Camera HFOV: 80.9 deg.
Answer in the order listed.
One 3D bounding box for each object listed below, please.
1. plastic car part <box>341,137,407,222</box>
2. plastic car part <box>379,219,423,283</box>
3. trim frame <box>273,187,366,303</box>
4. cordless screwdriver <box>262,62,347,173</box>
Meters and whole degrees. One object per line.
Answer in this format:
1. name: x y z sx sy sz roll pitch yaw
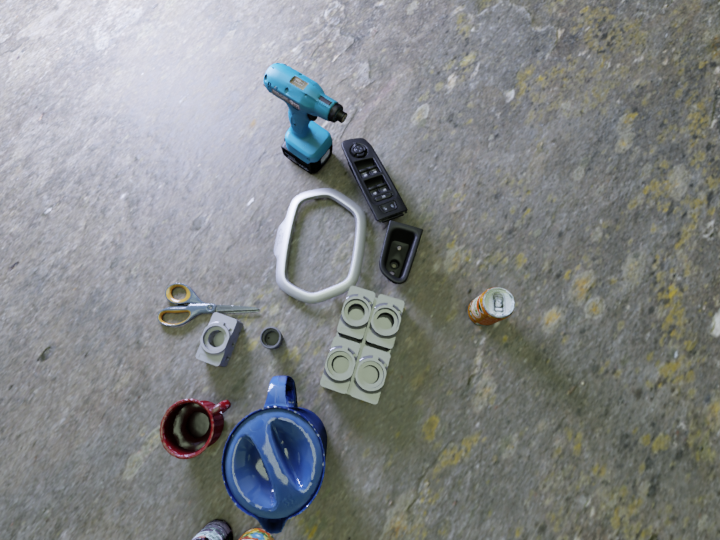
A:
1. plastic car part: 0.022 -0.184 0.864 0.066 0.065 0.209 -23 73 -5
2. plastic car part: 0.070 -0.026 0.809 0.067 0.069 0.117 16 75 6
3. trim frame: -0.083 -0.055 0.852 0.186 0.027 0.252 6 73 6
4. cordless screwdriver: -0.092 -0.271 0.808 0.163 0.243 0.074 36 78 10
